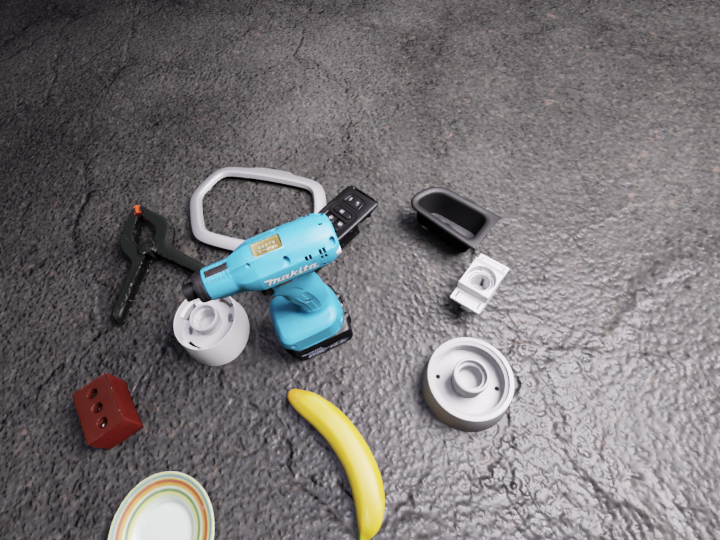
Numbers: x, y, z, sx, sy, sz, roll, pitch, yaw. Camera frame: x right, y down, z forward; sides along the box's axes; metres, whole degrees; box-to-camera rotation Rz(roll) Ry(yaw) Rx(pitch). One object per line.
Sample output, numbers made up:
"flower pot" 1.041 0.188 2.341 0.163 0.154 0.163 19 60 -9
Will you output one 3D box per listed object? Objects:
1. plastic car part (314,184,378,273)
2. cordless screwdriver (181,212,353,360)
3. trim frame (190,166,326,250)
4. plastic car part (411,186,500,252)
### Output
"plastic car part" -0.063 -0.041 0.646 0.201 0.064 0.069 -42 64 -15
"cordless screwdriver" -0.093 0.038 0.503 0.158 0.240 0.077 -22 62 -6
"trim frame" -0.179 -0.109 0.727 0.255 0.026 0.186 9 62 15
"plastic car part" 0.132 -0.070 0.627 0.122 0.068 0.065 36 70 24
